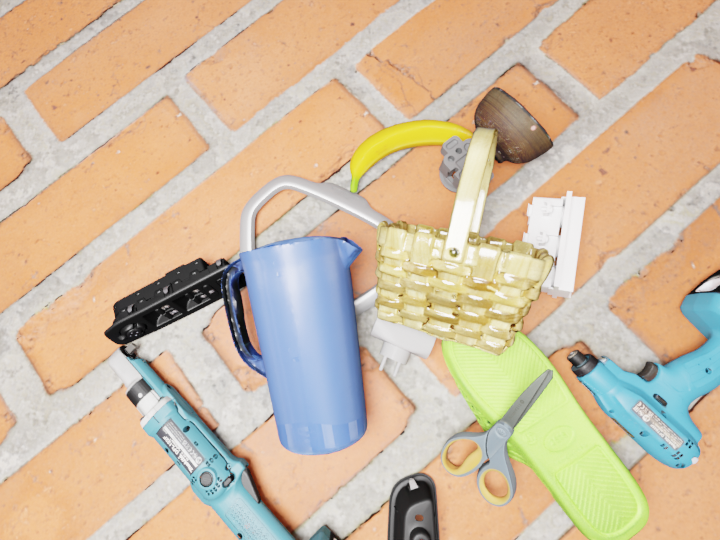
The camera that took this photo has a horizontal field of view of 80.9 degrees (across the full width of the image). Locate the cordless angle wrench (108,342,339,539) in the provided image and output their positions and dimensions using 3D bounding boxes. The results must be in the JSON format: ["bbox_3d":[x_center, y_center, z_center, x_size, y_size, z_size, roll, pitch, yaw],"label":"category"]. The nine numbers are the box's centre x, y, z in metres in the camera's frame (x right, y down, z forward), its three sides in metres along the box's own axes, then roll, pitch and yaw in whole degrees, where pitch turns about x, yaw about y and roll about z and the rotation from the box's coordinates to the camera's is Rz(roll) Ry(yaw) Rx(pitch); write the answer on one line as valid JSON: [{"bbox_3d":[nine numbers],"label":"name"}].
[{"bbox_3d":[-0.180,0.253,0.528,0.435,0.072,0.098,41,83,14],"label":"cordless angle wrench"}]

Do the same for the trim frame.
[{"bbox_3d":[-0.059,-0.038,0.601,0.254,0.027,0.184,25,82,12],"label":"trim frame"}]

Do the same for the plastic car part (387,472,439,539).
[{"bbox_3d":[0.066,0.309,0.491,0.066,0.070,0.117,1,81,1],"label":"plastic car part"}]

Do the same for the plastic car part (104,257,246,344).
[{"bbox_3d":[-0.263,0.035,0.585,0.202,0.064,0.069,-31,70,-2],"label":"plastic car part"}]

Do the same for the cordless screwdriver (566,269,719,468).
[{"bbox_3d":[0.390,0.091,0.510,0.248,0.073,0.163,-45,79,-1],"label":"cordless screwdriver"}]
